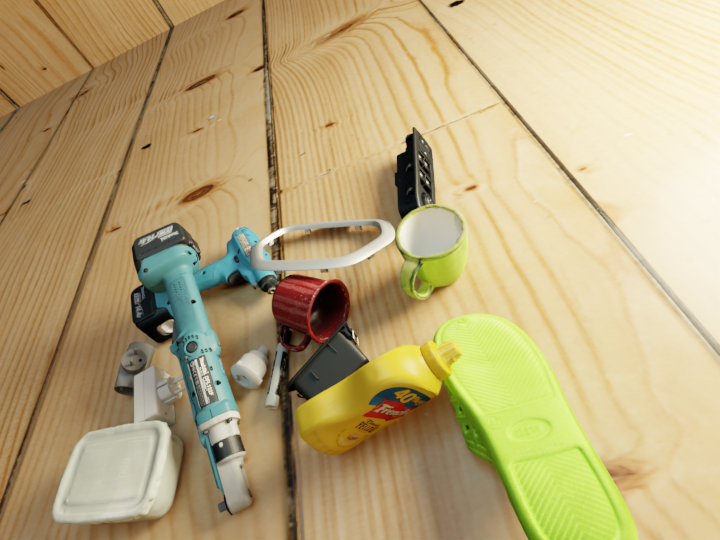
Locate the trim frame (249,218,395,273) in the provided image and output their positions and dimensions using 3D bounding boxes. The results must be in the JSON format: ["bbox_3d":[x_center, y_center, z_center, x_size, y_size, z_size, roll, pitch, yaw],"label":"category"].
[{"bbox_3d":[-0.067,-0.044,0.682,0.257,0.026,0.184,-4,29,22],"label":"trim frame"}]

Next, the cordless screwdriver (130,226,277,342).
[{"bbox_3d":[-0.267,0.037,0.737,0.247,0.071,0.168,-33,50,-6],"label":"cordless screwdriver"}]

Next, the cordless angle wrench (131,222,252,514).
[{"bbox_3d":[-0.236,0.117,0.611,0.097,0.071,0.442,-26,61,-7],"label":"cordless angle wrench"}]

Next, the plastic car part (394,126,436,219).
[{"bbox_3d":[0.090,-0.153,0.716,0.069,0.063,0.209,-20,47,23],"label":"plastic car part"}]

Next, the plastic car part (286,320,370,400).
[{"bbox_3d":[-0.032,0.136,0.554,0.074,0.063,0.116,35,77,26],"label":"plastic car part"}]
